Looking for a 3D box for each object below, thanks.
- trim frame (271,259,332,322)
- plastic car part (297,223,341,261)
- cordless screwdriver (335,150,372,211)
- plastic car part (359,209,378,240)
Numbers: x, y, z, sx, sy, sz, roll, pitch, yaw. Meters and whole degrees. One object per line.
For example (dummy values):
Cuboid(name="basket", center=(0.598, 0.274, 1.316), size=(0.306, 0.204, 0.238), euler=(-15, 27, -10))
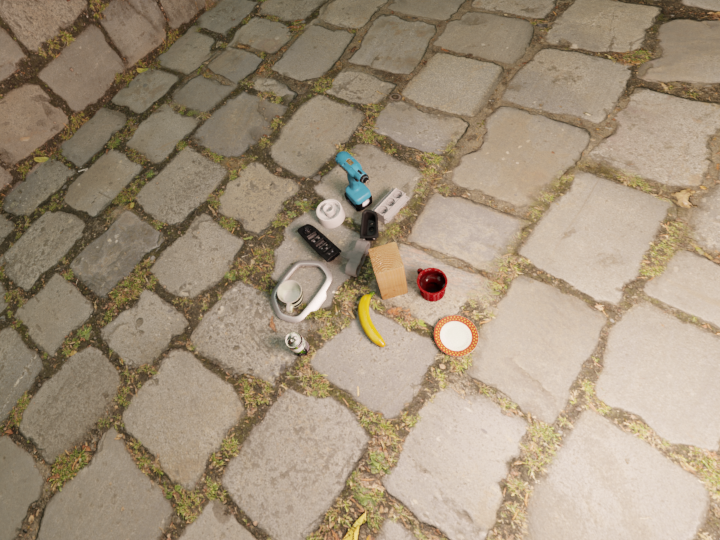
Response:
Cuboid(name="trim frame", center=(-0.208, 0.069, 1.491), size=(0.193, 0.026, 0.248), euler=(29, 73, 27))
Cuboid(name="plastic car part", center=(-0.151, -0.099, 1.544), size=(0.066, 0.064, 0.213), euler=(-41, 60, -10))
Cuboid(name="cordless screwdriver", center=(-0.008, -0.302, 1.514), size=(0.074, 0.238, 0.167), euler=(-36, 61, -8))
Cuboid(name="plastic car part", center=(0.037, -0.154, 1.521), size=(0.067, 0.068, 0.119), euler=(-2, 62, 12))
